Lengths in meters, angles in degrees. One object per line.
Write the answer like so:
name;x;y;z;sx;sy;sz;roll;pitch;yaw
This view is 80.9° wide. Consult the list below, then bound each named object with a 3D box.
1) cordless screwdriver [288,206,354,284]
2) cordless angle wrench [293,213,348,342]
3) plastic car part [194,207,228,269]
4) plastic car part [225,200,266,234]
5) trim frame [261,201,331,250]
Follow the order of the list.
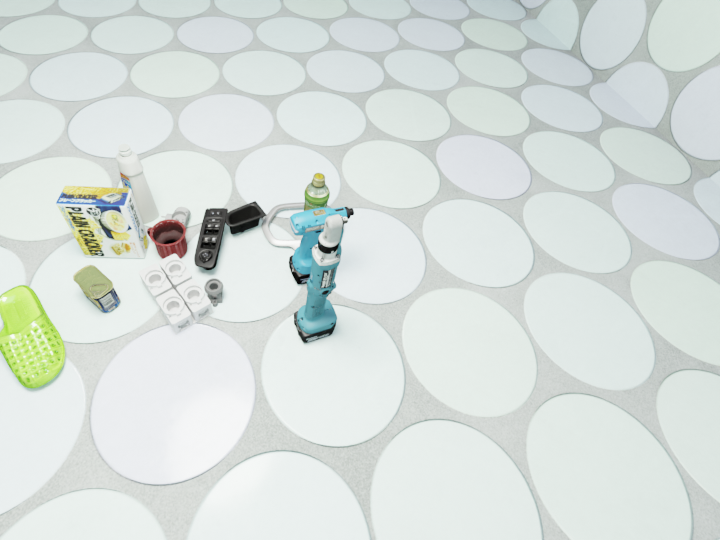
cordless screwdriver;-0.107;-0.070;1.098;0.155;0.244;0.078;-14;58;-20
cordless angle wrench;-0.084;0.027;0.919;0.095;0.414;0.078;-14;58;-21
plastic car part;-0.418;-0.083;1.182;0.066;0.066;0.209;4;53;-7
plastic car part;-0.341;-0.143;1.235;0.114;0.069;0.069;-28;63;-26
trim frame;-0.174;-0.136;1.277;0.245;0.027;0.191;-4;53;-10
